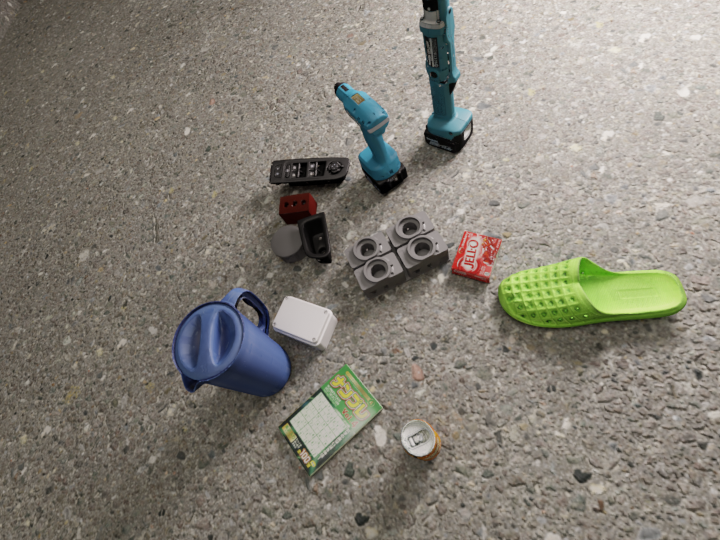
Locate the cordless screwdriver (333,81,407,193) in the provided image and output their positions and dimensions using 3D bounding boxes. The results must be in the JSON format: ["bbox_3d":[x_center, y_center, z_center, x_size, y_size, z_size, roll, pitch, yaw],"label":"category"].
[{"bbox_3d":[0.018,-0.287,0.916,0.074,0.237,0.167,-35,60,-2],"label":"cordless screwdriver"}]

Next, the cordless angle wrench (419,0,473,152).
[{"bbox_3d":[0.159,-0.398,0.824,0.103,0.403,0.074,30,76,27],"label":"cordless angle wrench"}]

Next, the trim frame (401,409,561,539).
[{"bbox_3d":[0.183,0.335,0.659,0.248,0.026,0.194,-39,58,-2],"label":"trim frame"}]

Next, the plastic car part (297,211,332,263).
[{"bbox_3d":[-0.092,-0.060,0.938,0.067,0.067,0.121,-19,60,8],"label":"plastic car part"}]

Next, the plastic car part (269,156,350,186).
[{"bbox_3d":[-0.121,-0.236,1.042,0.209,0.064,0.067,-2,64,19],"label":"plastic car part"}]
